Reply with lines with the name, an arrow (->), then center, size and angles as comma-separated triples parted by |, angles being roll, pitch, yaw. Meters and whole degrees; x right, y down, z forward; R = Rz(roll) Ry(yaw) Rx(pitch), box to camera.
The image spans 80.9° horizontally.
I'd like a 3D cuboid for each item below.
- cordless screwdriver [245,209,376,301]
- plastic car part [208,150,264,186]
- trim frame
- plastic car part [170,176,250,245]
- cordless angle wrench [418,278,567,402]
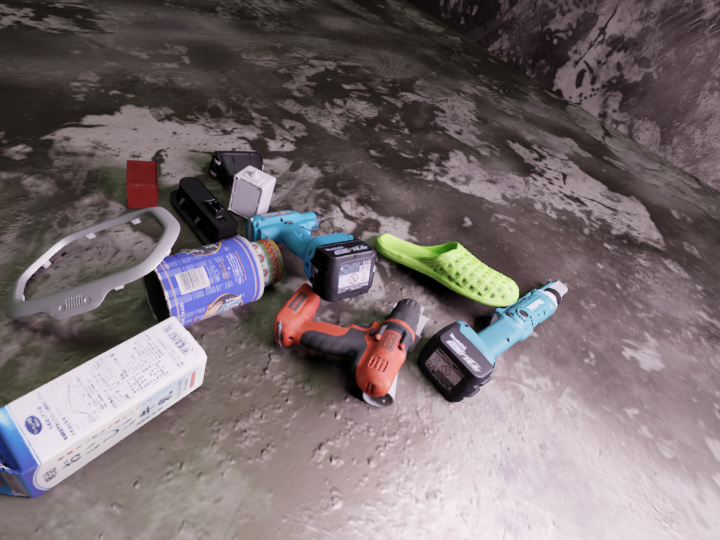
cordless screwdriver -> -0.070, -0.046, 0.712 | 0.153, 0.073, 0.263 | -15, 32, -36
plastic car part -> -0.244, -0.202, 0.872 | 0.112, 0.066, 0.073 | -7, 65, -33
trim frame -> -0.356, -0.014, 0.568 | 0.250, 0.026, 0.192 | -17, 41, 3
plastic car part -> -0.272, -0.101, 0.749 | 0.065, 0.066, 0.212 | -29, 58, -34
cordless angle wrench -> 0.271, 0.092, 0.750 | 0.408, 0.073, 0.102 | -20, 56, -39
